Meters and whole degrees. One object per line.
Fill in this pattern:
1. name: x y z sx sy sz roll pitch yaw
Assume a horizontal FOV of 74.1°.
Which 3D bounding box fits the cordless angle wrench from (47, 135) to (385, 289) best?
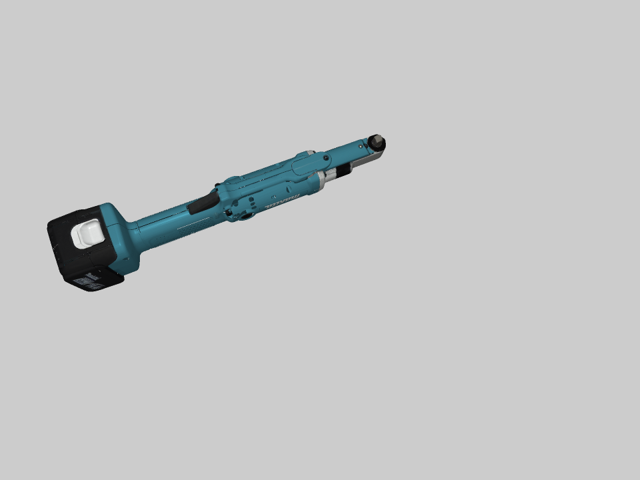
1. cordless angle wrench: -0.105 -0.053 0.542 0.422 0.074 0.098 -22 -14 -12
